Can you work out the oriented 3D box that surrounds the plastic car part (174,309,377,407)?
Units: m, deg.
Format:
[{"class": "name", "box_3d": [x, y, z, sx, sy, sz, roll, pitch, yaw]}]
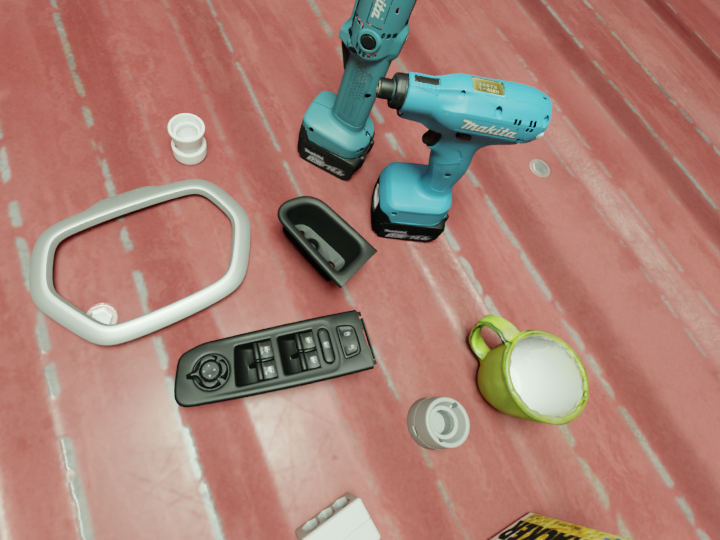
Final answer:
[{"class": "plastic car part", "box_3d": [-0.092, 0.096, 0.449, 0.198, 0.067, 0.068, -9, 70, -16]}]

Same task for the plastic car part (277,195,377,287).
[{"class": "plastic car part", "box_3d": [-0.050, -0.033, 0.513, 0.118, 0.070, 0.065, 44, 65, 8]}]

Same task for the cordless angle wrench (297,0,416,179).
[{"class": "cordless angle wrench", "box_3d": [0.016, -0.245, 0.427, 0.098, 0.422, 0.074, 30, 64, -4]}]

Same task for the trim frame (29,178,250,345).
[{"class": "trim frame", "box_3d": [-0.246, -0.022, 0.493, 0.243, 0.027, 0.189, -27, 74, -21]}]

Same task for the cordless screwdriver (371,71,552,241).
[{"class": "cordless screwdriver", "box_3d": [0.066, -0.120, 0.478, 0.156, 0.248, 0.076, 8, 67, -12]}]
